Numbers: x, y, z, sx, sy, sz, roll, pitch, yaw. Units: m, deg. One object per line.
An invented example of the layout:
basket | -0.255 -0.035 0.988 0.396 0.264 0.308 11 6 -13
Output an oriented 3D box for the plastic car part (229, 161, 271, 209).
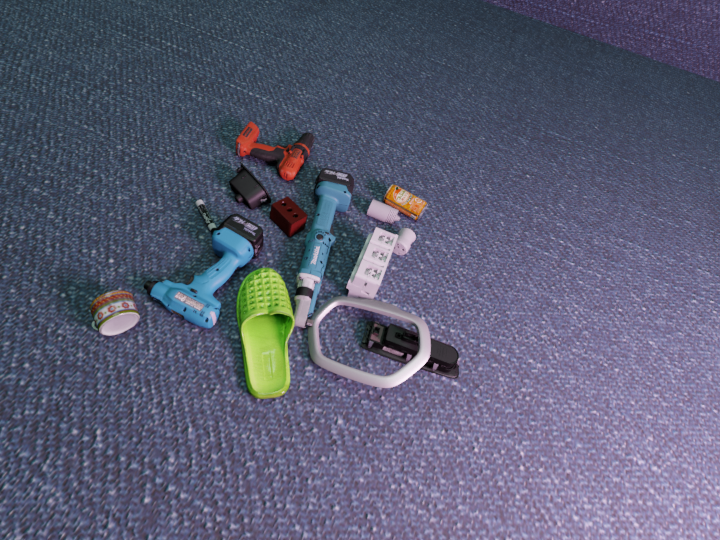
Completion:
plastic car part | -0.282 -0.198 1.046 0.070 0.064 0.121 -36 70 -16

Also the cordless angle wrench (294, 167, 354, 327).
cordless angle wrench | -0.095 -0.062 0.969 0.098 0.073 0.431 12 54 -3

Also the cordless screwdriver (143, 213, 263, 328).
cordless screwdriver | -0.319 -0.013 0.886 0.162 0.073 0.250 23 56 6

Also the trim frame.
trim frame | 0.011 0.130 0.825 0.259 0.026 0.185 11 54 24

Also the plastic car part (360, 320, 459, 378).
plastic car part | 0.110 0.152 0.851 0.204 0.066 0.067 22 45 2
